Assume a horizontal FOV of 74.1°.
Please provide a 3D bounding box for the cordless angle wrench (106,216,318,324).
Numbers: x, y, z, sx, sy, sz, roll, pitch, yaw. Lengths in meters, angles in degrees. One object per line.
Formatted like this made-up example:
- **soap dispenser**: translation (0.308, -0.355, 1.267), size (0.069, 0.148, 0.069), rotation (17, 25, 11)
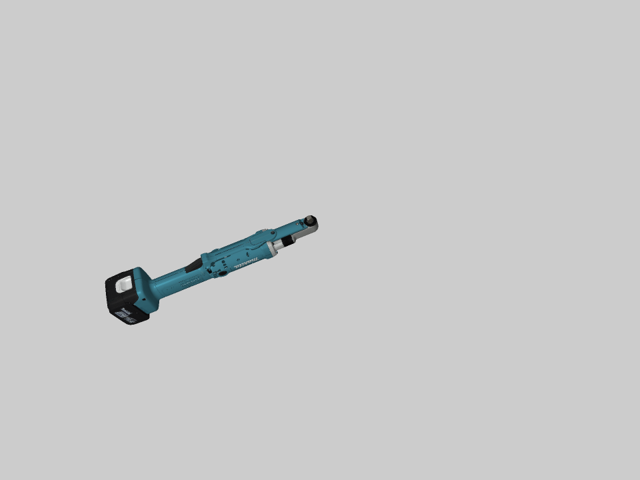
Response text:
- **cordless angle wrench**: translation (-0.201, 0.044, 0.838), size (0.423, 0.074, 0.098), rotation (-22, -32, -4)
